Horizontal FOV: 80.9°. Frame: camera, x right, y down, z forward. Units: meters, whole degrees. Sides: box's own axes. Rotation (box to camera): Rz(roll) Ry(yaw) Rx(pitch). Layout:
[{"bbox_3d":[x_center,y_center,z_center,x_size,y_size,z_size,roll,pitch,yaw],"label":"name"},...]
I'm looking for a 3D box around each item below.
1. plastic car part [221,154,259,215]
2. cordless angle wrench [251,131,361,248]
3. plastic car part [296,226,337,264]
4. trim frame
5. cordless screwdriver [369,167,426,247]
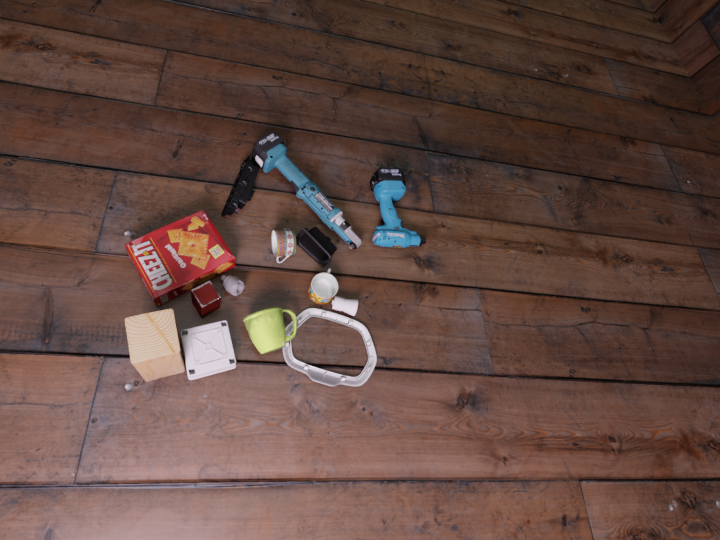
[{"bbox_3d":[-0.331,-0.240,1.196,0.065,0.067,0.207,18,60,-20],"label":"plastic car part"},{"bbox_3d":[-0.148,-0.225,1.233,0.429,0.074,0.096,46,62,8],"label":"cordless angle wrench"},{"bbox_3d":[-0.115,-0.075,1.175,0.117,0.066,0.070,41,46,3],"label":"plastic car part"},{"bbox_3d":[-0.075,0.194,1.063,0.245,0.027,0.187,19,62,-7],"label":"trim frame"},{"bbox_3d":[0.111,-0.186,1.278,0.155,0.074,0.254,3,67,-15],"label":"cordless screwdriver"}]
